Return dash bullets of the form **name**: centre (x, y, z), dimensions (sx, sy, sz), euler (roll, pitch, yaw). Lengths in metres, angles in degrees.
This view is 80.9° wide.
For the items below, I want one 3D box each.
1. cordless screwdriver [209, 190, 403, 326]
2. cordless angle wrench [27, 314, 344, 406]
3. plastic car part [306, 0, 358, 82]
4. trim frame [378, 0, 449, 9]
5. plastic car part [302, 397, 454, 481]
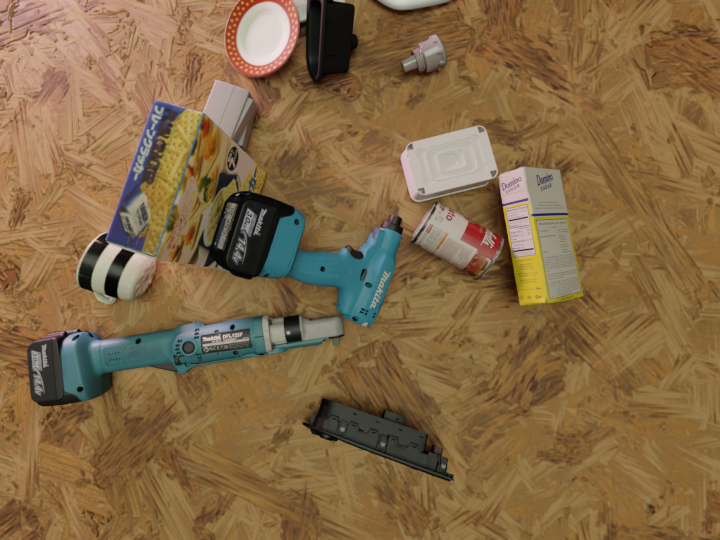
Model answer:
- **cordless screwdriver**: centre (-0.053, -0.035, 0.540), dimensions (0.237, 0.078, 0.159), euler (23, 86, -31)
- **cordless angle wrench**: centre (-0.233, 0.106, 0.592), dimensions (0.423, 0.074, 0.098), euler (-9, 86, 0)
- **plastic car part**: centre (-0.038, -0.338, 0.610), dimensions (0.069, 0.069, 0.113), euler (-12, 128, -20)
- **trim frame**: centre (0.092, -0.509, 0.644), dimensions (0.186, 0.027, 0.248), euler (21, 88, 4)
- **plastic car part**: centre (0.022, 0.220, 0.567), dimensions (0.205, 0.065, 0.067), euler (14, 77, 4)
